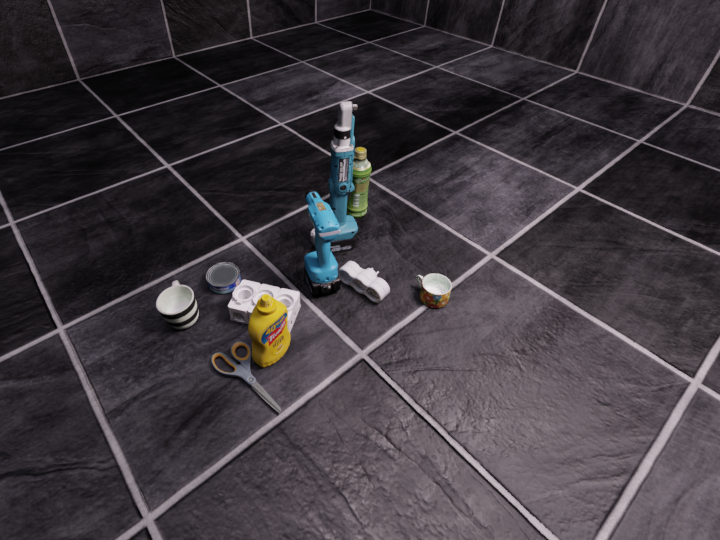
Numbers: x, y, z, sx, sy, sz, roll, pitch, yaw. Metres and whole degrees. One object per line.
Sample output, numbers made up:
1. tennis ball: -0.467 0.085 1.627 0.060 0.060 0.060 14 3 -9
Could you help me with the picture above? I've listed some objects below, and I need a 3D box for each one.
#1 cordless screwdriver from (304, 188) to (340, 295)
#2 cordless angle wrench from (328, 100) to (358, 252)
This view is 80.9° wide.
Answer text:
1. cordless screwdriver: -0.101 -0.066 1.032 0.073 0.241 0.167 -12 47 -17
2. cordless angle wrench: -0.049 -0.223 1.071 0.096 0.410 0.078 -7 46 -13
